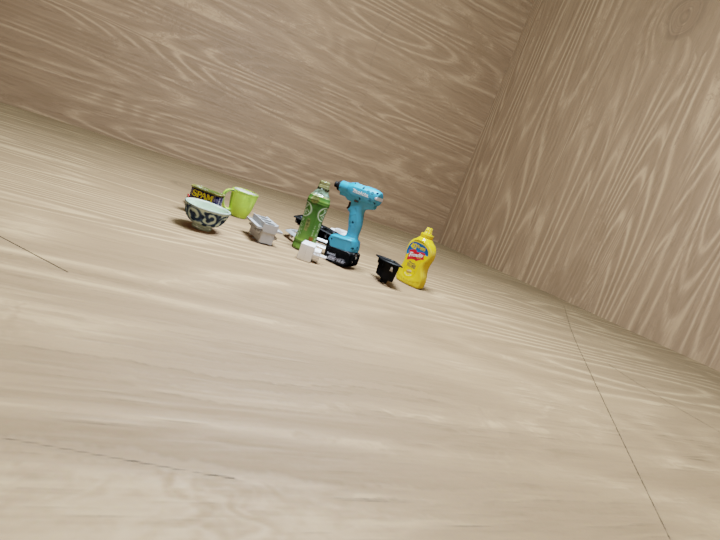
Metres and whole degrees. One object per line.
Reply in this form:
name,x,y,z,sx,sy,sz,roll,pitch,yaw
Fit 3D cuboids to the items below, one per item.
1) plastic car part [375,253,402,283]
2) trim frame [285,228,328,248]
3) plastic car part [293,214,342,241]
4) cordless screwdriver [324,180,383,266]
plastic car part,0.076,0.001,1.240,0.065,0.070,0.119,18,10,-11
trim frame,-0.141,-0.092,1.442,0.247,0.027,0.187,18,11,-5
plastic car part,-0.161,-0.147,1.577,0.211,0.067,0.064,24,10,21
cordless screwdriver,-0.044,-0.144,1.277,0.167,0.247,0.071,25,10,27
